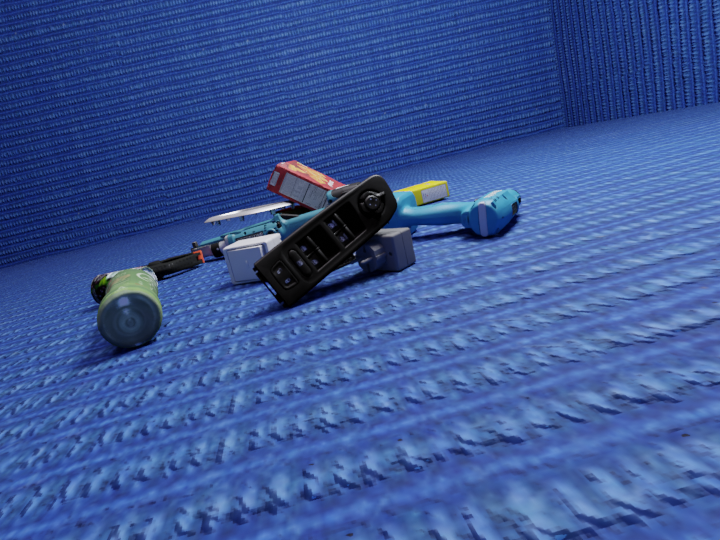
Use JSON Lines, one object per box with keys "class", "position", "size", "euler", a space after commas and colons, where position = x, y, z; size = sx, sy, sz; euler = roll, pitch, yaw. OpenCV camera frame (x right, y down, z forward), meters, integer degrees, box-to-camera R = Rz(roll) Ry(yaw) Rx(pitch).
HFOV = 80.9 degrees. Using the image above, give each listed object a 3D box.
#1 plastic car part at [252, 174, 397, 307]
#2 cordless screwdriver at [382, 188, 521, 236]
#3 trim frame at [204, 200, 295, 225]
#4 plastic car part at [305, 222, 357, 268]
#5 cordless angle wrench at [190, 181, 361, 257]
{"class": "plastic car part", "position": [-0.037, -0.040, 0.533], "size": [0.202, 0.067, 0.067], "euler": [-41, -3, -11]}
{"class": "cordless screwdriver", "position": [0.125, -0.098, 0.695], "size": [0.261, 0.073, 0.155], "euler": [2, 20, 36]}
{"class": "trim frame", "position": [-0.263, -0.139, 1.023], "size": [0.258, 0.027, 0.180], "euler": [-7, 15, 30]}
{"class": "plastic car part", "position": [-0.065, -0.042, 0.662], "size": [0.064, 0.070, 0.122], "euler": [-21, 19, -38]}
{"class": "cordless angle wrench", "position": [-0.184, -0.086, 0.914], "size": [0.432, 0.096, 0.074], "euler": [-14, 12, 16]}
